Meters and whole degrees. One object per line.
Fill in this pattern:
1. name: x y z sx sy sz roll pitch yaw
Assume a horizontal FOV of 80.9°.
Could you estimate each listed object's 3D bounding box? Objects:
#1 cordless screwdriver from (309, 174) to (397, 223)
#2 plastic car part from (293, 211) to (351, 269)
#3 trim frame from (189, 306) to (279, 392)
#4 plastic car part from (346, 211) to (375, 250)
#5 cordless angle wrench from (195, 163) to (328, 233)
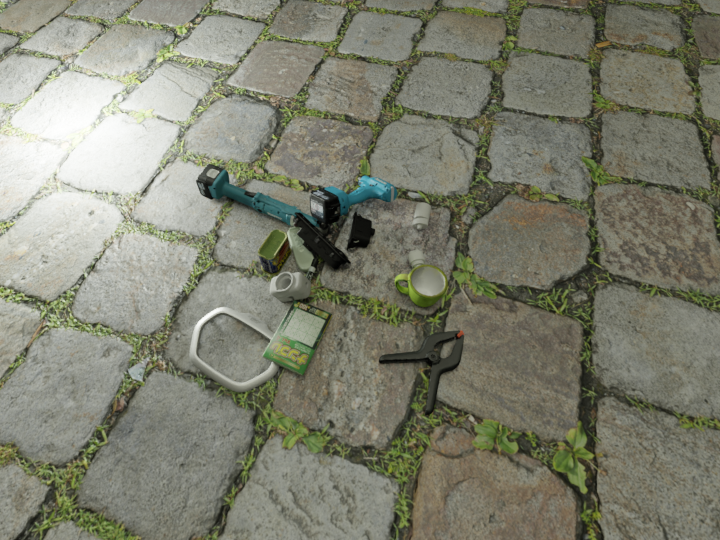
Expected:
1. cordless screwdriver: -0.035 -0.221 1.227 0.242 0.072 0.169 -22 38 -27
2. plastic car part: -0.113 -0.074 1.155 0.205 0.065 0.067 40 89 5
3. trim frame: -0.309 0.190 1.048 0.258 0.026 0.184 24 64 19
4. plastic car part: 0.005 -0.111 1.202 0.070 0.065 0.118 17 56 -7
5. cordless angle wrench: -0.288 -0.199 1.259 0.433 0.095 0.074 23 62 12
